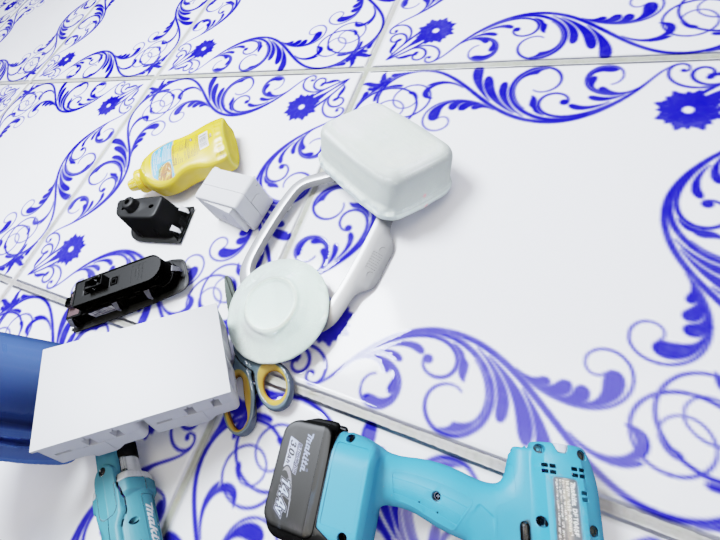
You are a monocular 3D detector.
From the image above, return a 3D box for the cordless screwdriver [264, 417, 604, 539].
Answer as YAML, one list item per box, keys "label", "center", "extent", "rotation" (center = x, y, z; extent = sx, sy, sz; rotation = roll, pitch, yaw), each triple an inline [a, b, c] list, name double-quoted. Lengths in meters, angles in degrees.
- label: "cordless screwdriver"
  center: [0.050, 0.209, 0.332]
  extent: [0.256, 0.071, 0.162]
  rotation: [0, 63, 17]

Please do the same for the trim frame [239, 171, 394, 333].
- label: "trim frame"
  center: [-0.052, -0.034, 0.535]
  extent: [0.193, 0.026, 0.249]
  rotation: [18, 68, 30]

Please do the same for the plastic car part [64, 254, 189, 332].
- label: "plastic car part"
  center: [-0.339, 0.023, 0.598]
  extent: [0.205, 0.064, 0.069]
  rotation: [-16, 51, 9]

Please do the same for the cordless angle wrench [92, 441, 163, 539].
- label: "cordless angle wrench"
  center: [-0.194, 0.297, 0.375]
  extent: [0.074, 0.093, 0.446]
  rotation: [-37, 52, -3]

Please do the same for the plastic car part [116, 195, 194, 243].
- label: "plastic car part"
  center: [-0.327, -0.085, 0.646]
  extent: [0.120, 0.067, 0.067]
  rotation: [3, 62, 19]
